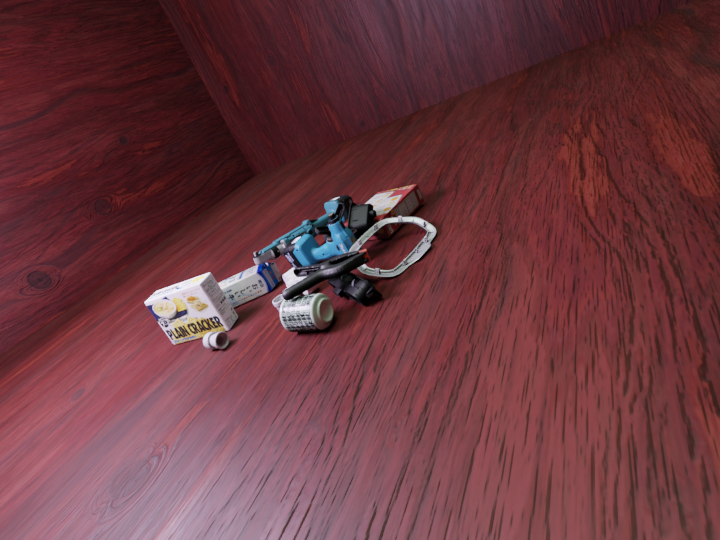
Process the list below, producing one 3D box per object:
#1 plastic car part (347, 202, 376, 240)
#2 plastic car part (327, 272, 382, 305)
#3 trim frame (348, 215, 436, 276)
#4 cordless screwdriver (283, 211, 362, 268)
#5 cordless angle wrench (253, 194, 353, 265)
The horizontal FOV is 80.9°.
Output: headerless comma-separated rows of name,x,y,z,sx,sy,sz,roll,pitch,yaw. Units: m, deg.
plastic car part,0.009,-0.146,1.175,0.074,0.062,0.119,-8,58,28
plastic car part,-0.027,0.034,0.990,0.066,0.064,0.213,-45,28,-16
trim frame,0.082,-0.069,1.066,0.194,0.026,0.245,22,50,34
cordless screwdriver,-0.116,-0.076,1.188,0.260,0.154,0.074,-7,31,43
cordless angle wrench,-0.176,-0.123,1.359,0.078,0.095,0.414,-2,27,47
